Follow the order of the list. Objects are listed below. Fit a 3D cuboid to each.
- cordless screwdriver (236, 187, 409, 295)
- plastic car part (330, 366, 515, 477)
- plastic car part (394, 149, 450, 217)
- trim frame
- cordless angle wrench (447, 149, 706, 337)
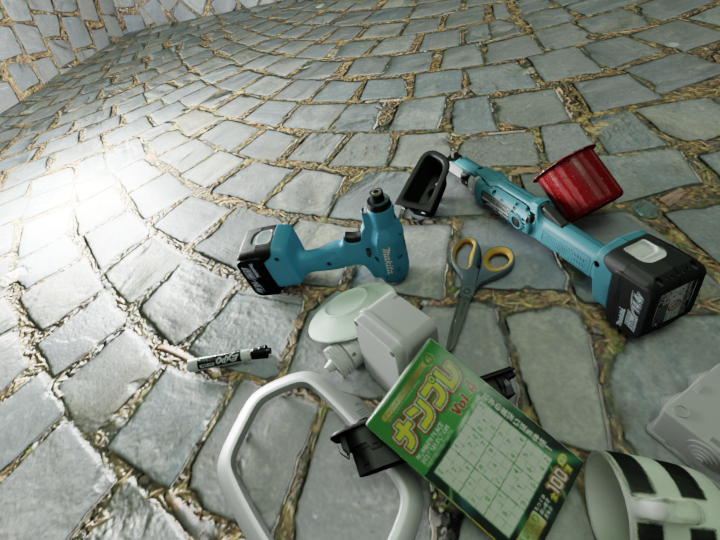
[{"bbox_3d":[-0.061,-0.040,0.624,0.255,0.152,0.076,-5,44,15],"label":"cordless screwdriver"},{"bbox_3d":[0.069,0.161,0.435,0.201,0.065,0.069,-12,64,-8],"label":"plastic car part"},{"bbox_3d":[0.118,-0.138,0.723,0.069,0.067,0.117,18,70,30],"label":"plastic car part"},{"bbox_3d":[-0.051,0.215,0.460,0.182,0.026,0.263,-39,46,-19],"label":"trim frame"},{"bbox_3d":[0.252,-0.082,0.621,0.074,0.094,0.445,-24,40,-9],"label":"cordless angle wrench"}]
